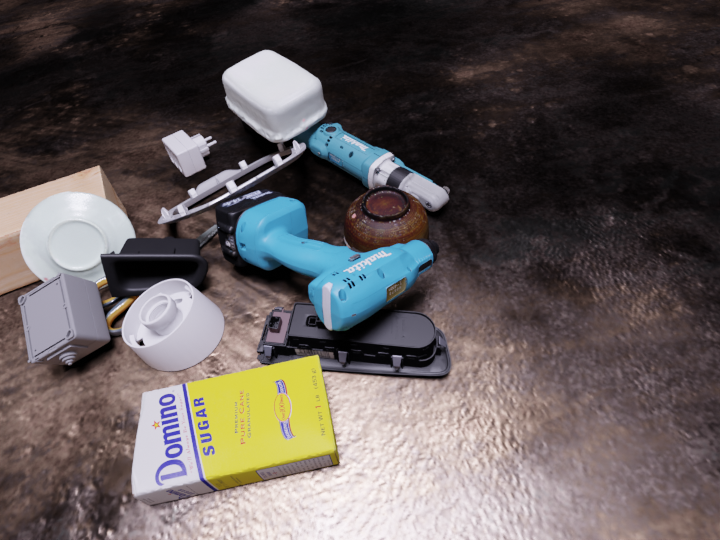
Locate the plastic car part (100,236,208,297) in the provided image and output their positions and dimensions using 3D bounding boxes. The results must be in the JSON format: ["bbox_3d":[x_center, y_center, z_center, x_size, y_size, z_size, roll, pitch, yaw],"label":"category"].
[{"bbox_3d":[-0.249,-0.014,0.527,0.114,0.064,0.074,-5,40,-14],"label":"plastic car part"}]

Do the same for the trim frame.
[{"bbox_3d":[-0.184,-0.134,0.615,0.245,0.026,0.193,-40,27,-24],"label":"trim frame"}]

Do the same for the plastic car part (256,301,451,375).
[{"bbox_3d":[-0.009,0.064,0.441,0.206,0.065,0.067,6,45,9],"label":"plastic car part"}]

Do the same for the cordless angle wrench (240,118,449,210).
[{"bbox_3d":[-0.045,-0.203,0.672,0.096,0.071,0.445,-38,57,-23],"label":"cordless angle wrench"}]

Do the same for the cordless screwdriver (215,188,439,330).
[{"bbox_3d":[-0.047,-0.031,0.485,0.155,0.072,0.263,-28,38,-36],"label":"cordless screwdriver"}]
